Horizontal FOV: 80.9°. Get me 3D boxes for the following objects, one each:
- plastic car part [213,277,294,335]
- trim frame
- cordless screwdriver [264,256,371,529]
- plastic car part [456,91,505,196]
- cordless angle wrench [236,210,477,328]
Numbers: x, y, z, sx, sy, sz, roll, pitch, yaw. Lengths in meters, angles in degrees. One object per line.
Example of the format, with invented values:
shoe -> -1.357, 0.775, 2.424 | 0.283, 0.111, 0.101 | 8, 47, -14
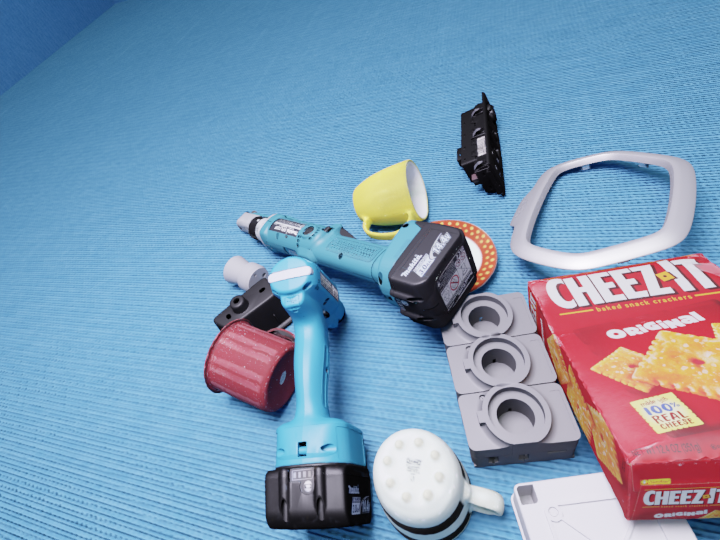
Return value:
plastic car part -> -0.145, 0.056, 0.568 | 0.115, 0.067, 0.070 | -37, 48, -15
trim frame -> 0.280, -0.079, 0.507 | 0.193, 0.026, 0.247 | 2, 44, 39
cordless screwdriver -> -0.040, 0.122, 0.446 | 0.076, 0.151, 0.256 | -13, 63, 13
plastic car part -> 0.186, -0.197, 0.658 | 0.069, 0.063, 0.206 | -20, 43, 39
cordless angle wrench -> -0.057, -0.037, 0.581 | 0.447, 0.071, 0.097 | 17, 59, 45
